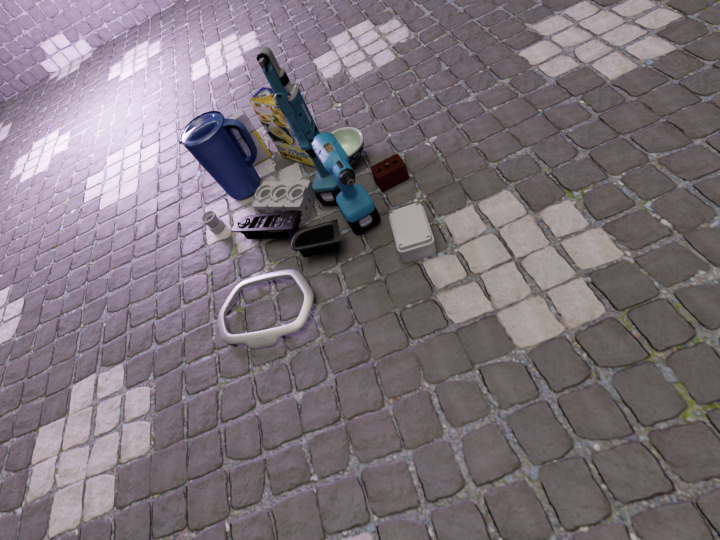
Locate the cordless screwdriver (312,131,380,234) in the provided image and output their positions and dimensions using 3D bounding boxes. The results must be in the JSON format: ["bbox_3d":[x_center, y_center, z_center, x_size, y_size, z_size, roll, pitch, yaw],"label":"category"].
[{"bbox_3d":[-0.021,-0.171,0.922,0.074,0.236,0.167,-30,51,0],"label":"cordless screwdriver"}]

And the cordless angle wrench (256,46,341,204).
[{"bbox_3d":[-0.125,-0.313,0.959,0.077,0.401,0.100,-1,57,21],"label":"cordless angle wrench"}]

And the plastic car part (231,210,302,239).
[{"bbox_3d":[-0.238,-0.113,1.091,0.211,0.063,0.067,2,59,25],"label":"plastic car part"}]

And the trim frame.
[{"bbox_3d":[-0.220,0.086,0.970,0.254,0.026,0.190,-13,53,16],"label":"trim frame"}]

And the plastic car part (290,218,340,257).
[{"bbox_3d":[-0.097,-0.063,0.991,0.119,0.067,0.068,-15,53,14],"label":"plastic car part"}]
